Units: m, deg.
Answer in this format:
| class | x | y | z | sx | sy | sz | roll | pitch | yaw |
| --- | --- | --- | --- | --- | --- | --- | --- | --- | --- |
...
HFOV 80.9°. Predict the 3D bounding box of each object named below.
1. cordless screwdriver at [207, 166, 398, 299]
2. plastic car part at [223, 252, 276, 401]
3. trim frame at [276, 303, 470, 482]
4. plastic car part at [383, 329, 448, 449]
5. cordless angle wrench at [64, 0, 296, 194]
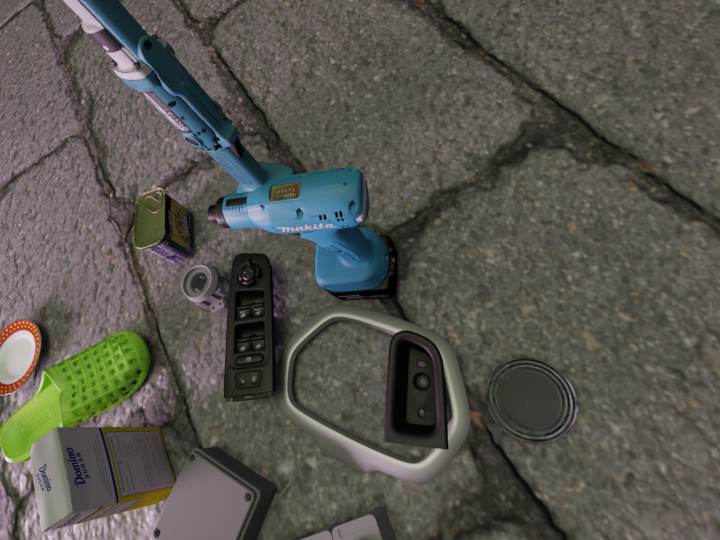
| class | x | y | z | sx | sy | sz | roll | pitch | yaw |
| --- | --- | --- | --- | --- | --- | --- | --- | --- | --- |
| cordless screwdriver | -0.047 | -0.031 | 0.485 | 0.164 | 0.237 | 0.076 | -3 | 70 | 17 |
| plastic car part | -0.142 | 0.071 | 0.578 | 0.068 | 0.064 | 0.209 | -14 | 66 | 13 |
| trim frame | 0.006 | 0.142 | 0.517 | 0.259 | 0.026 | 0.185 | 15 | 75 | 25 |
| plastic car part | 0.066 | 0.132 | 0.475 | 0.068 | 0.068 | 0.118 | -3 | 69 | 18 |
| cordless angle wrench | -0.183 | -0.173 | 0.497 | 0.102 | 0.404 | 0.074 | 18 | 77 | 22 |
